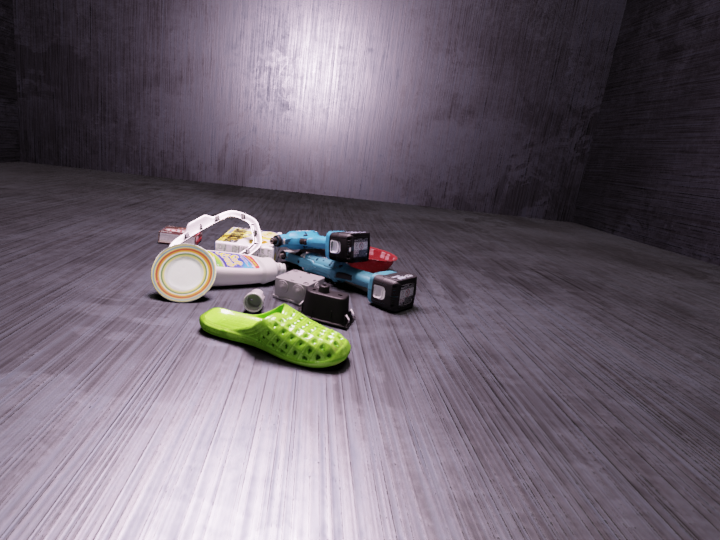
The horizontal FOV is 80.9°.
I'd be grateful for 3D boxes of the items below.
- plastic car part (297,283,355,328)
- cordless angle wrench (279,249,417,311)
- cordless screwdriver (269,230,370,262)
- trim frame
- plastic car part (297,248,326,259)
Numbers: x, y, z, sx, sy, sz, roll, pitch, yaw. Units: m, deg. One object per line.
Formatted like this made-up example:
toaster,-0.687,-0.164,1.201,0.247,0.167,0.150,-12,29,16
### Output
plastic car part,-0.069,0.064,0.846,0.120,0.070,0.065,14,14,15
cordless angle wrench,-0.058,0.002,1.081,0.447,0.073,0.094,17,17,40
cordless screwdriver,-0.107,-0.070,1.090,0.262,0.074,0.152,10,11,44
trim frame,-0.371,-0.077,1.093,0.192,0.027,0.244,38,58,24
plastic car part,-0.109,-0.048,1.254,0.063,0.066,0.215,4,16,-40
